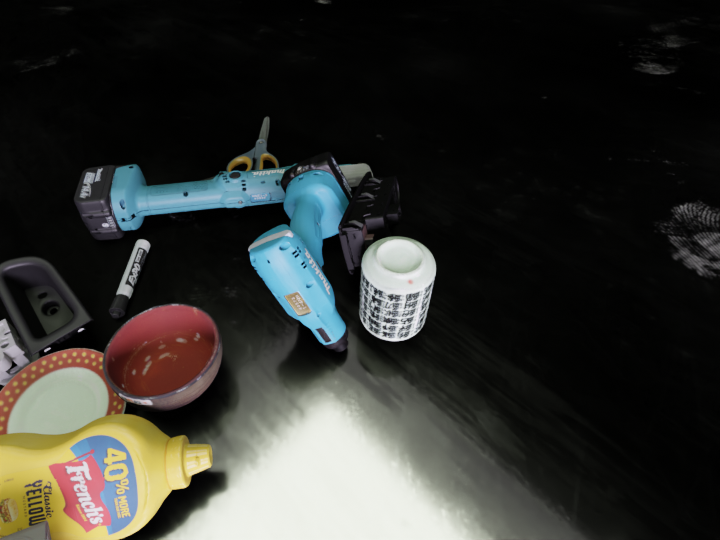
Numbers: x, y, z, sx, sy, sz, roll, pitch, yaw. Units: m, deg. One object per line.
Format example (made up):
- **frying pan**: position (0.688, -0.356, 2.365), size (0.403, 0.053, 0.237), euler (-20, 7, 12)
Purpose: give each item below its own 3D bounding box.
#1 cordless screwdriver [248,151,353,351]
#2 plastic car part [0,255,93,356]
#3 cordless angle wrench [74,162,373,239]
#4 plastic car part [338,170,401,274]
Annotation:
- **cordless screwdriver**: position (-0.051, -0.033, 0.521), size (0.076, 0.152, 0.254), euler (-21, 32, 18)
- **plastic car part**: position (-0.362, 0.042, 0.488), size (0.065, 0.070, 0.120), euler (-34, 72, -29)
- **cordless angle wrench**: position (-0.187, -0.123, 0.634), size (0.418, 0.072, 0.102), euler (-8, 49, -8)
- **plastic car part**: position (0.020, -0.080, 0.556), size (0.069, 0.064, 0.206), euler (-14, 29, 17)
